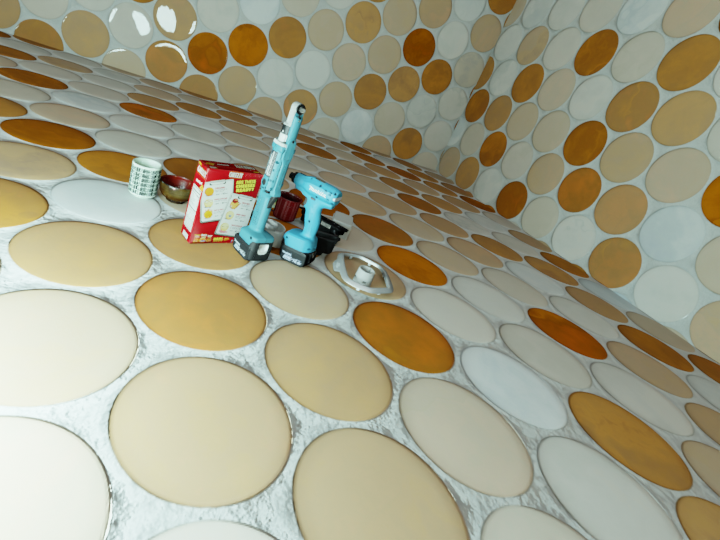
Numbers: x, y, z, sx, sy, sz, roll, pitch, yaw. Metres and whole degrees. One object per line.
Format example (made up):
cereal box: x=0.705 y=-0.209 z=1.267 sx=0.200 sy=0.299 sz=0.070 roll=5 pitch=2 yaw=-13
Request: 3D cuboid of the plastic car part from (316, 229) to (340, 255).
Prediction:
plastic car part: x=-0.128 y=-0.083 z=1.305 sx=0.115 sy=0.070 sz=0.067 roll=20 pitch=23 yaw=-6

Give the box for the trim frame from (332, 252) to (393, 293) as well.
trim frame: x=0.006 y=0.007 z=1.278 sx=0.180 sy=0.027 sz=0.256 roll=16 pitch=24 yaw=-13

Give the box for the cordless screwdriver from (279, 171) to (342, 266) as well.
cordless screwdriver: x=-0.163 y=-0.145 z=1.184 sx=0.164 sy=0.247 sz=0.072 roll=30 pitch=23 yaw=16

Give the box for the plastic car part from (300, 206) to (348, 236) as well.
plastic car part: x=-0.139 y=-0.165 z=1.474 sx=0.213 sy=0.066 sz=0.063 roll=36 pitch=26 yaw=29

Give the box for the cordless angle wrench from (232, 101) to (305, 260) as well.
cordless angle wrench: x=-0.225 y=-0.223 z=1.083 sx=0.071 sy=0.420 sz=0.103 roll=-1 pitch=33 yaw=-46
